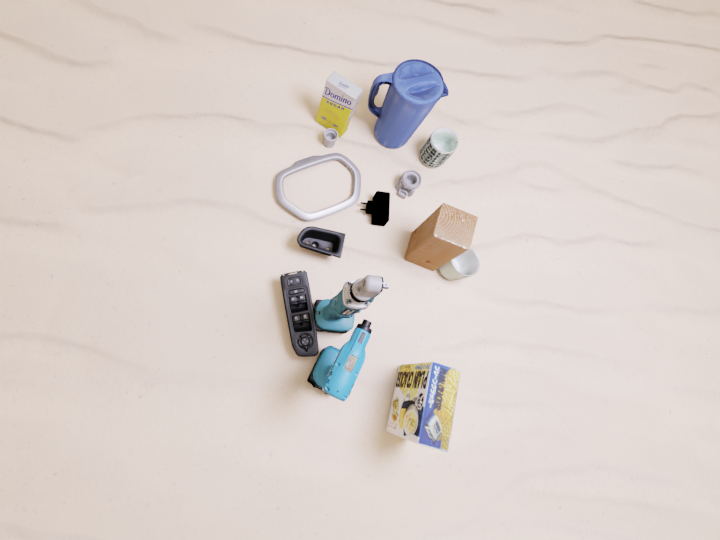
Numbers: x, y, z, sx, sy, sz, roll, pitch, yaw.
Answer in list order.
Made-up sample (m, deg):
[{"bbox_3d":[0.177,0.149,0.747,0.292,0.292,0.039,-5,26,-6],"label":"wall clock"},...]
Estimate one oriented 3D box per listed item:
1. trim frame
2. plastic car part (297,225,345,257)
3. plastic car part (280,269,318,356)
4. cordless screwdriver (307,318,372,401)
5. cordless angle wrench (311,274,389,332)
[{"bbox_3d":[-0.112,-0.233,1.150,0.244,0.027,0.188,-25,78,-15],"label":"trim frame"},{"bbox_3d":[-0.105,-0.069,1.076,0.115,0.071,0.067,14,72,-6],"label":"plastic car part"},{"bbox_3d":[-0.147,0.107,1.016,0.065,0.067,0.207,-9,74,-13],"label":"plastic car part"},{"bbox_3d":[-0.041,0.192,0.909,0.074,0.249,0.160,28,71,-5],"label":"cordless screwdriver"},{"bbox_3d":[-0.029,0.069,0.858,0.096,0.423,0.075,8,74,-12],"label":"cordless angle wrench"}]
